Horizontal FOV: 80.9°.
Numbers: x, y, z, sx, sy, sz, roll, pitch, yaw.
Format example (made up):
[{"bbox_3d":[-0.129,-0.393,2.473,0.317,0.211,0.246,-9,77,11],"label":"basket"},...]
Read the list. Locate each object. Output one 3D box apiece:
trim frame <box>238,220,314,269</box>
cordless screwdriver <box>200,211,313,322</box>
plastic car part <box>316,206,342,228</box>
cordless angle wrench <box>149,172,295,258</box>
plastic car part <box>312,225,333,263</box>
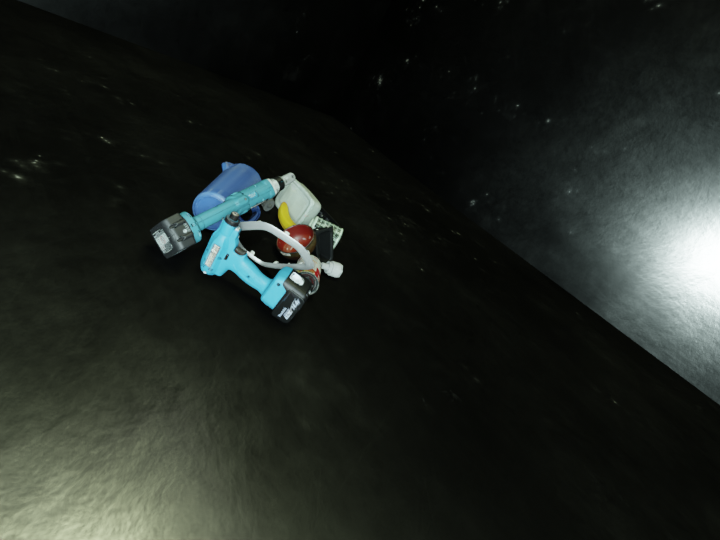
[{"bbox_3d":[-0.210,-0.053,0.977,0.260,0.027,0.175,0,-41,44],"label":"trim frame"},{"bbox_3d":[-0.218,-0.008,0.919,0.249,0.159,0.074,33,27,1],"label":"cordless screwdriver"},{"bbox_3d":[-0.125,-0.172,1.466,0.063,0.066,0.214,16,25,-52],"label":"plastic car part"},{"bbox_3d":[-0.299,-0.161,1.024,0.415,0.101,0.073,-41,106,-44],"label":"cordless angle wrench"},{"bbox_3d":[-0.122,-0.080,1.248,0.064,0.113,0.075,-18,34,-32],"label":"plastic car part"}]
